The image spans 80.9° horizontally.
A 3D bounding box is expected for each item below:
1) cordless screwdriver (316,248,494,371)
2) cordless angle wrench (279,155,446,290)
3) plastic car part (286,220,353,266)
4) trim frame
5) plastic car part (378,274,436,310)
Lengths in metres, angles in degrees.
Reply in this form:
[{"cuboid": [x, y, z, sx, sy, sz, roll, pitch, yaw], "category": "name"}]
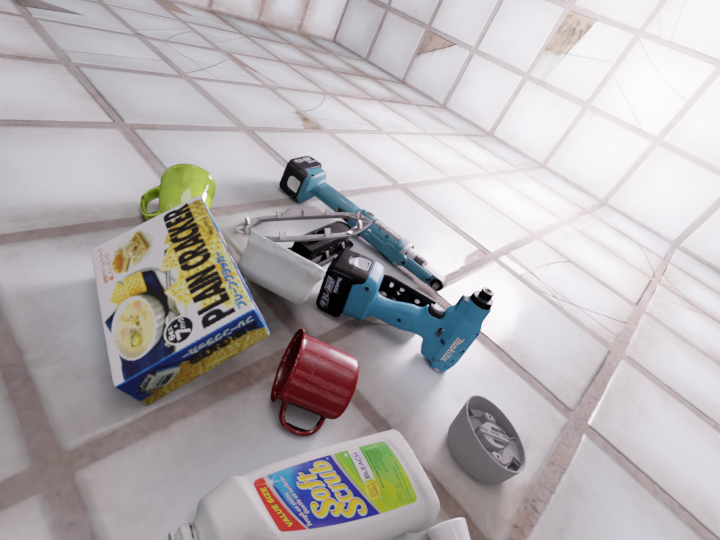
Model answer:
[{"cuboid": [0.065, 0.044, 0.658, 0.252, 0.158, 0.074, 27, 32, 6], "category": "cordless screwdriver"}, {"cuboid": [0.006, -0.100, 0.907, 0.437, 0.074, 0.095, 39, 35, 17], "category": "cordless angle wrench"}, {"cuboid": [-0.077, -0.051, 0.793, 0.069, 0.066, 0.197, 31, 30, 20], "category": "plastic car part"}, {"cuboid": [-0.103, -0.086, 0.768, 0.248, 0.027, 0.189, -5, 21, -3], "category": "trim frame"}, {"cuboid": [0.074, 0.045, 0.761, 0.121, 0.066, 0.069, 34, 18, 18], "category": "plastic car part"}]
